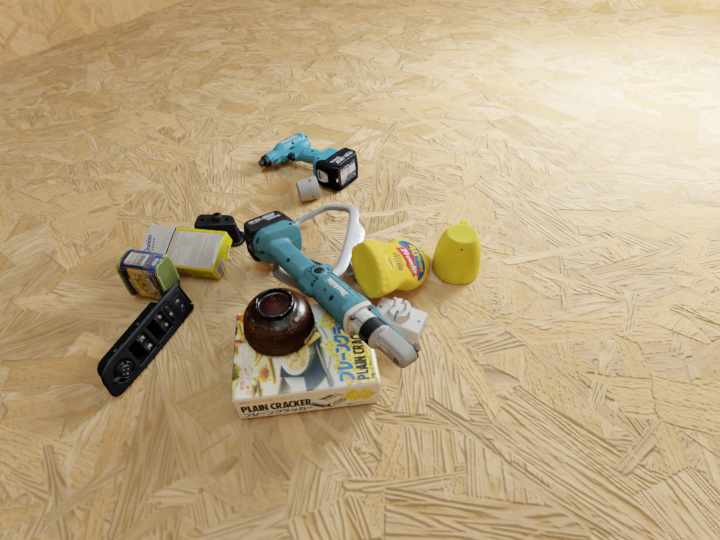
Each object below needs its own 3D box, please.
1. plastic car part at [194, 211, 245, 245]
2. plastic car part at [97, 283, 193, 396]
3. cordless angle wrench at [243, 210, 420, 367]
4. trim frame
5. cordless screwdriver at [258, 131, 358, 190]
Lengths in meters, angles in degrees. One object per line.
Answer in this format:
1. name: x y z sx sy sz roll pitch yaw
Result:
1. plastic car part: -0.312 -0.094 0.919 0.118 0.068 0.068 -2 47 7
2. plastic car part: -0.377 0.113 0.726 0.069 0.063 0.205 3 45 20
3. cordless angle wrench: -0.066 0.020 0.701 0.095 0.072 0.448 -25 41 -26
4. trim frame: -0.084 -0.055 0.856 0.190 0.026 0.253 -9 42 20
5. cordless screwdriver: -0.136 -0.276 1.080 0.263 0.071 0.156 31 56 35
